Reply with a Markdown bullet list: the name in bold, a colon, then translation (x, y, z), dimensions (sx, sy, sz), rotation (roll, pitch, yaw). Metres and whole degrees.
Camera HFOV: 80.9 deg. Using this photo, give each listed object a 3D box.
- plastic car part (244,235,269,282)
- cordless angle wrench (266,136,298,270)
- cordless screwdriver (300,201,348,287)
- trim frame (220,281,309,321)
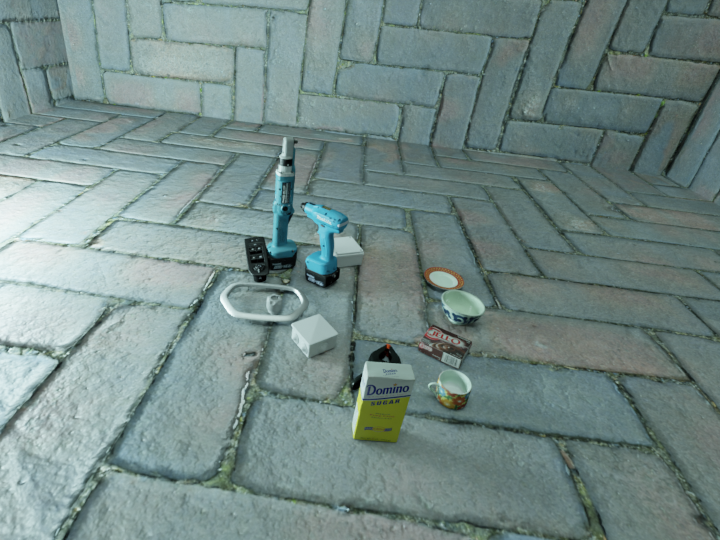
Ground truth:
- **plastic car part**: translation (-0.326, -0.031, 1.329), dimensions (0.065, 0.065, 0.213), rotation (-3, 33, -18)
- **cordless angle wrench**: translation (-0.233, -0.197, 1.282), dimensions (0.095, 0.414, 0.078), rotation (-4, 33, -23)
- **cordless screwdriver**: translation (-0.125, -0.082, 1.280), dimensions (0.167, 0.243, 0.072), rotation (27, 35, 28)
- **trim frame**: translation (-0.269, 0.085, 1.191), dimensions (0.246, 0.027, 0.190), rotation (2, 32, -7)
